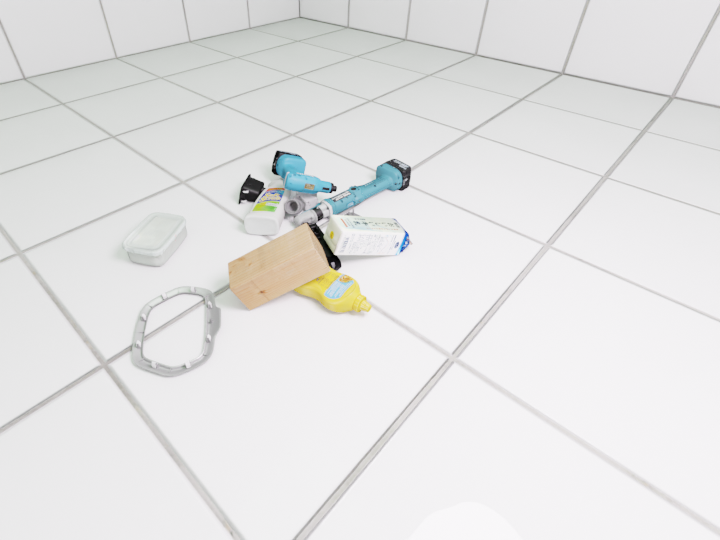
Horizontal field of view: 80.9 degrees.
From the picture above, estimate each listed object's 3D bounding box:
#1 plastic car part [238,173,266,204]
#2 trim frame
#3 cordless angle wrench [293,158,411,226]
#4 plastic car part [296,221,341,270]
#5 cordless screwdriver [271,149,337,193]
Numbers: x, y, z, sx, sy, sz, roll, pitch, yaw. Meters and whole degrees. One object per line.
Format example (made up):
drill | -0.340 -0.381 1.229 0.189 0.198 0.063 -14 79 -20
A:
plastic car part | -0.331 -0.254 1.322 0.071 0.065 0.118 18 38 -5
trim frame | -0.395 0.120 0.917 0.182 0.027 0.260 -7 40 -10
cordless angle wrench | -0.022 -0.226 1.279 0.414 0.072 0.103 -31 50 -27
plastic car part | -0.109 -0.071 1.110 0.064 0.065 0.214 -12 45 -26
cordless screwdriver | -0.180 -0.296 1.301 0.153 0.073 0.261 5 26 -26
